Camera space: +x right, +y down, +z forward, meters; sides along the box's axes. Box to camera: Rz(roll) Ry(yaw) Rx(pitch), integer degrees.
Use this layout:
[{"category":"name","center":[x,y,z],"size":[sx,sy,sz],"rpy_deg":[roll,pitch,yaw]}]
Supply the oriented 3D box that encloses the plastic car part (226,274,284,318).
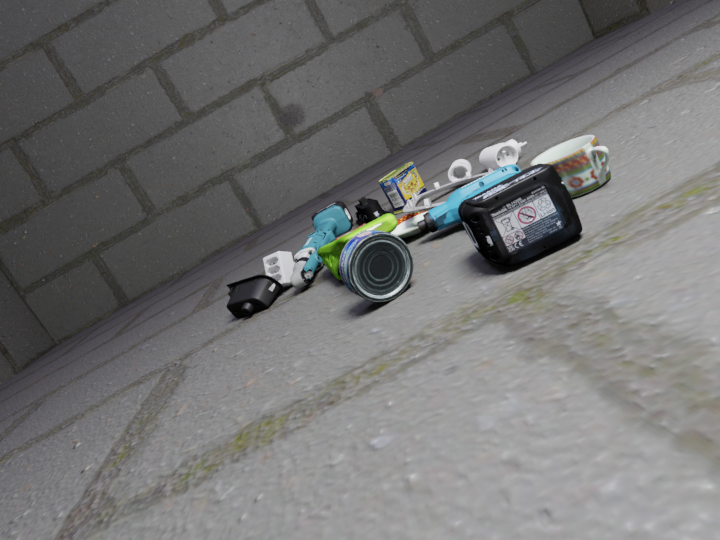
[{"category":"plastic car part","center":[-0.210,0.056,0.808],"size":[0.120,0.063,0.071],"rpy_deg":[-17,33,32]}]

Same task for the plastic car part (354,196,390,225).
[{"category":"plastic car part","center":[0.023,-0.144,1.015],"size":[0.066,0.065,0.208],"rpy_deg":[-23,17,-3]}]

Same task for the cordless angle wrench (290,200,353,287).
[{"category":"cordless angle wrench","center":[-0.092,-0.060,0.937],"size":[0.099,0.072,0.426],"rpy_deg":[-26,18,16]}]

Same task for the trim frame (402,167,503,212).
[{"category":"trim frame","center":[0.169,-0.147,0.760],"size":[0.189,0.027,0.245],"rpy_deg":[-14,13,21]}]

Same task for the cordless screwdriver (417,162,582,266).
[{"category":"cordless screwdriver","center":[0.148,-0.071,0.522],"size":[0.161,0.073,0.249],"rpy_deg":[-26,11,14]}]
